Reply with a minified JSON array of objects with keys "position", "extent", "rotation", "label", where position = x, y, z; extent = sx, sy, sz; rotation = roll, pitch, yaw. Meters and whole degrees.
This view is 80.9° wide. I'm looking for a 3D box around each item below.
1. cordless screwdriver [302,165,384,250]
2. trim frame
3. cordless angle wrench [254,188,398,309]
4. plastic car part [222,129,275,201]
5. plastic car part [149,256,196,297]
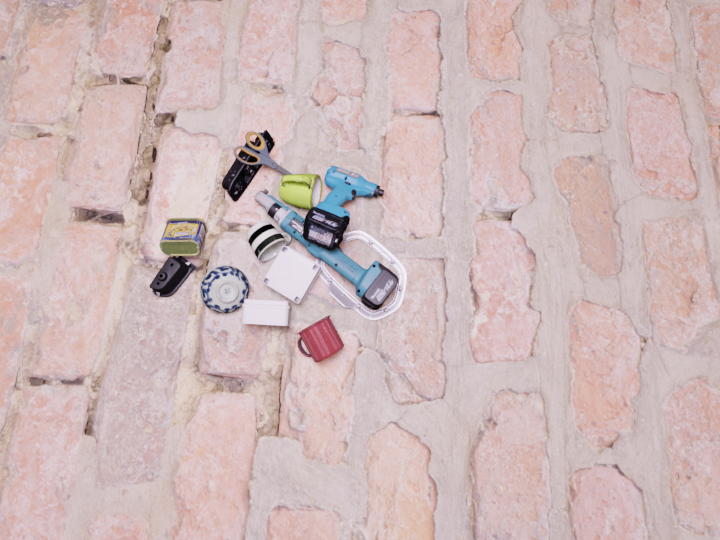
[{"position":[-0.039,-0.157,1.041],"extent":[0.160,0.073,0.251],"rotation":[18,48,2],"label":"cordless screwdriver"},{"position":[0.003,0.009,1.069],"extent":[0.252,0.027,0.183],"rotation":[43,82,8],"label":"trim frame"},{"position":[-0.102,-0.067,1.047],"extent":[0.434,0.073,0.098],"rotation":[37,78,13],"label":"cordless angle wrench"},{"position":[-0.307,-0.282,1.124],"extent":[0.069,0.064,0.203],"rotation":[22,78,13],"label":"plastic car part"},{"position":[-0.479,0.013,1.054],"extent":[0.067,0.070,0.116],"rotation":[32,76,6],"label":"plastic car part"}]
